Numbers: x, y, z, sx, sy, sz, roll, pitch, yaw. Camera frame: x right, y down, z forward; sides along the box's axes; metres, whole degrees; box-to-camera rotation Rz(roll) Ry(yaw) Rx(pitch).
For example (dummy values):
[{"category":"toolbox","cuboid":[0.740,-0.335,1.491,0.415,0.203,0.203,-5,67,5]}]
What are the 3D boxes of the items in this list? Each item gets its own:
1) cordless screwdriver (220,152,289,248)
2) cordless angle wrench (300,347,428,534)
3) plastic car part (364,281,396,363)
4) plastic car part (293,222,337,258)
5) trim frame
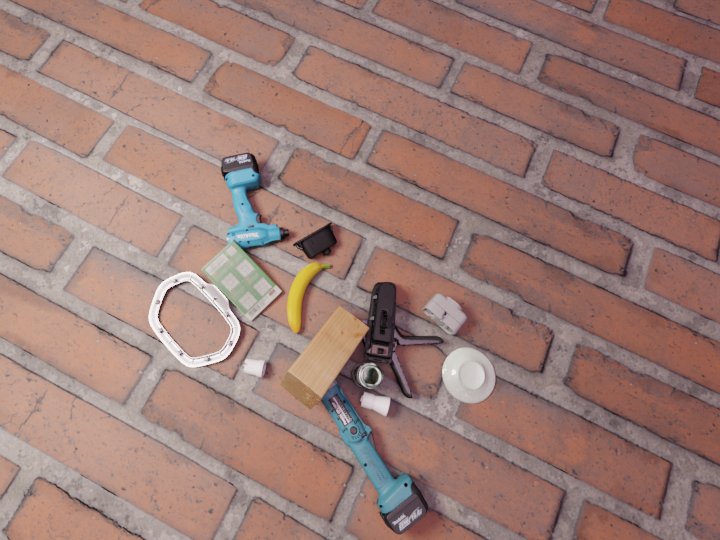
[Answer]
[{"category":"cordless screwdriver","cuboid":[-0.282,-0.183,1.115,0.158,0.074,0.253,-9,78,-5]},{"category":"cordless angle wrench","cuboid":[-0.015,0.361,0.957,0.097,0.073,0.435,-32,74,-12]},{"category":"plastic car part","cuboid":[0.052,0.111,1.009,0.067,0.065,0.207,5,61,5]},{"category":"plastic car part","cuboid":[-0.107,-0.070,1.094,0.115,0.067,0.071,-28,93,-14]},{"category":"trim frame","cuboid":[-0.408,0.118,1.033,0.183,0.027,0.254,-43,77,-7]}]
